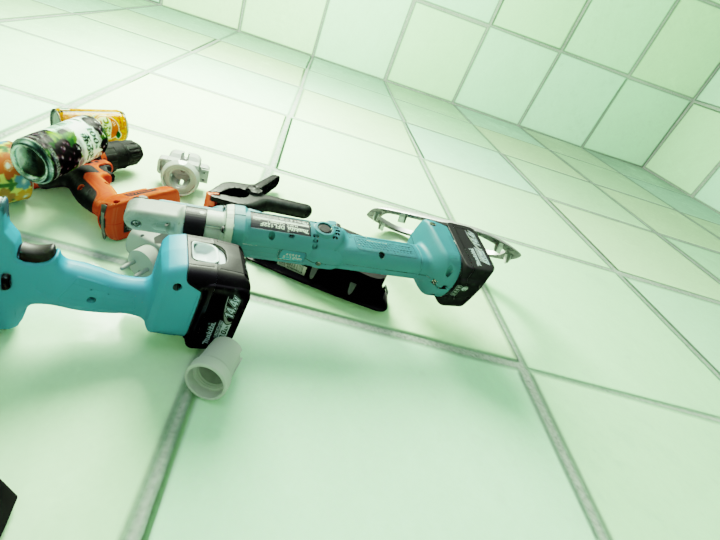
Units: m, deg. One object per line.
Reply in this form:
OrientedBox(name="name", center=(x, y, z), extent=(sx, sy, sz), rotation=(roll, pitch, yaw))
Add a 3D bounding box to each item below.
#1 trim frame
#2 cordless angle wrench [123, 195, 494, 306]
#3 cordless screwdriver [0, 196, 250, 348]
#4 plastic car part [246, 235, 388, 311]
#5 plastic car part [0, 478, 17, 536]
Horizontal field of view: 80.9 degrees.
OrientedBox(name="trim frame", center=(0.123, -0.055, 0.674), extent=(0.260, 0.027, 0.176), rotation=(16, -3, 25))
OrientedBox(name="cordless angle wrench", center=(-0.048, -0.032, 0.496), extent=(0.410, 0.074, 0.102), rotation=(8, 45, -18))
OrientedBox(name="cordless screwdriver", center=(-0.223, -0.005, 0.373), extent=(0.239, 0.158, 0.078), rotation=(7, 34, -25))
OrientedBox(name="plastic car part", center=(-0.048, -0.011, 0.575), extent=(0.205, 0.066, 0.066), rotation=(26, 24, 5))
OrientedBox(name="plastic car part", center=(-0.248, 0.125, 0.216), extent=(0.071, 0.112, 0.069), rotation=(-8, 36, -5))
